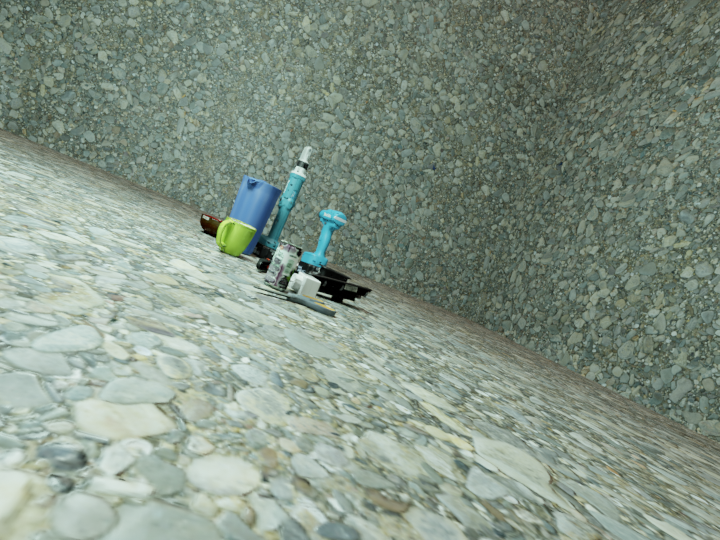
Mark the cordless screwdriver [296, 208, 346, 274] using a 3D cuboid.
[{"bbox_3d":[-0.142,-0.093,1.450,0.071,0.248,0.167,22,1,-31],"label":"cordless screwdriver"}]

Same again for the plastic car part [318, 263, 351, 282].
[{"bbox_3d":[-0.097,0.028,1.299,0.070,0.071,0.110,24,2,43],"label":"plastic car part"}]

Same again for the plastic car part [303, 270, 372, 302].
[{"bbox_3d":[-0.071,0.046,1.138,0.193,0.067,0.069,22,2,-30],"label":"plastic car part"}]

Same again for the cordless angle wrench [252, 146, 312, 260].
[{"bbox_3d":[-0.258,-0.237,1.480,0.070,0.422,0.103,22,1,-35],"label":"cordless angle wrench"}]
